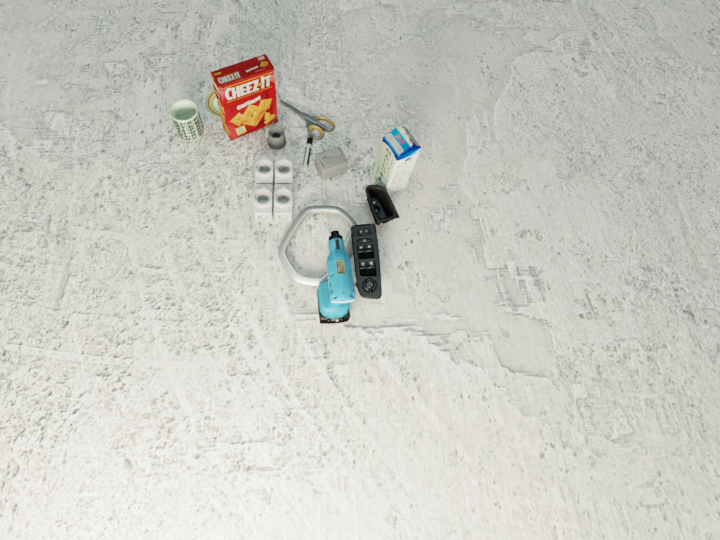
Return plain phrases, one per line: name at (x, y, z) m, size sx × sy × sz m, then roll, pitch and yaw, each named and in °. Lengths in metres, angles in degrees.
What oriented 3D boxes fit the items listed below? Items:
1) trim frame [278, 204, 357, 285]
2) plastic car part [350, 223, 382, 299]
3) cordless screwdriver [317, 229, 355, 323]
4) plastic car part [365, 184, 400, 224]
trim frame at (-0.111, -0.073, 1.135) m, size 0.187 × 0.027 × 0.249 m, roll 25°, pitch 67°, yaw 8°
plastic car part at (0.014, -0.018, 1.095) m, size 0.066 × 0.066 × 0.208 m, roll -3°, pitch 66°, yaw -7°
cordless screwdriver at (-0.059, 0.026, 0.973) m, size 0.073 × 0.245 × 0.163 m, roll -4°, pitch 68°, yaw -10°
plastic car part at (0.050, -0.174, 1.166) m, size 0.065 × 0.070 × 0.120 m, roll -16°, pitch 68°, yaw -12°
